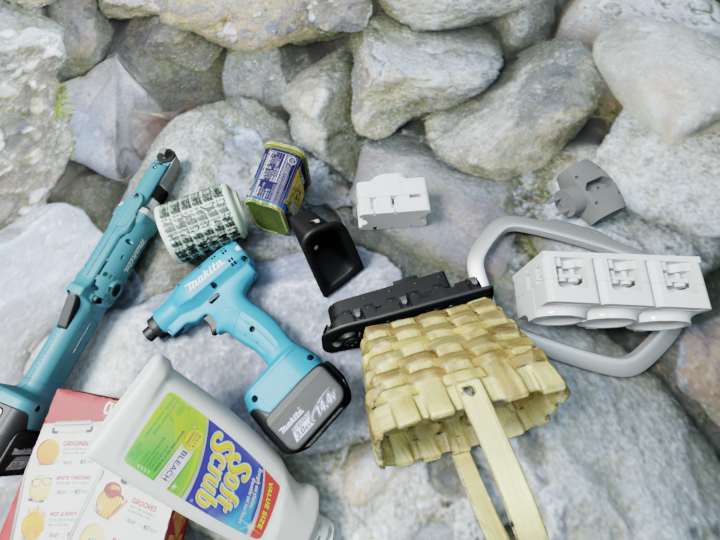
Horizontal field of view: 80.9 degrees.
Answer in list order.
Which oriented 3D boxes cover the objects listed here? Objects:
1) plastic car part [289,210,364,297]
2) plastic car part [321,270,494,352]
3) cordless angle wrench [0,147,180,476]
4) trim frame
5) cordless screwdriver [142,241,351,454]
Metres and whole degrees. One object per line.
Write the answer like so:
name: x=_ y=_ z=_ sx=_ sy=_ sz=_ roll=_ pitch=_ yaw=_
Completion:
plastic car part: x=-0.051 y=-0.033 z=0.521 sx=0.065 sy=0.111 sz=0.075 roll=-38 pitch=50 yaw=-12
plastic car part: x=0.045 y=0.044 z=0.496 sx=0.204 sy=0.063 sz=0.070 roll=-19 pitch=61 yaw=2
cordless angle wrench: x=-0.332 y=0.019 z=0.532 sx=0.075 sy=0.095 sz=0.427 roll=15 pitch=67 yaw=6
trim frame: x=0.255 y=0.021 z=0.515 sx=0.254 sy=0.027 sz=0.185 roll=16 pitch=72 yaw=12
cordless screwdriver: x=-0.137 y=0.098 z=0.491 sx=0.158 sy=0.072 sz=0.259 roll=-41 pitch=68 yaw=-7
